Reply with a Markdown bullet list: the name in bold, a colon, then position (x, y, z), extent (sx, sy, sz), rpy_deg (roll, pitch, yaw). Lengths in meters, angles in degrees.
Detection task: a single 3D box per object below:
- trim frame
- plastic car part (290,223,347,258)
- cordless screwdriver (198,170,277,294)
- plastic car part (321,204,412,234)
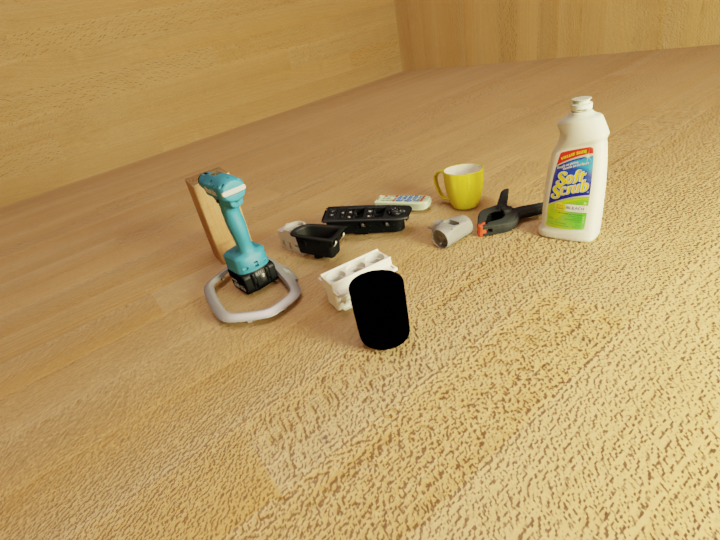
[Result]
- **trim frame**: position (-0.221, 0.034, 0.862), extent (0.180, 0.026, 0.262), rpy_deg (-26, 32, -20)
- **plastic car part**: position (-0.090, -0.059, 0.920), extent (0.122, 0.068, 0.065), rpy_deg (6, 34, 30)
- **cordless screwdriver**: position (-0.259, -0.083, 0.861), extent (0.073, 0.240, 0.168), rpy_deg (-29, 32, -29)
- **plastic car part**: position (0.016, -0.114, 0.971), extent (0.209, 0.065, 0.067), rpy_deg (-4, 30, 18)
